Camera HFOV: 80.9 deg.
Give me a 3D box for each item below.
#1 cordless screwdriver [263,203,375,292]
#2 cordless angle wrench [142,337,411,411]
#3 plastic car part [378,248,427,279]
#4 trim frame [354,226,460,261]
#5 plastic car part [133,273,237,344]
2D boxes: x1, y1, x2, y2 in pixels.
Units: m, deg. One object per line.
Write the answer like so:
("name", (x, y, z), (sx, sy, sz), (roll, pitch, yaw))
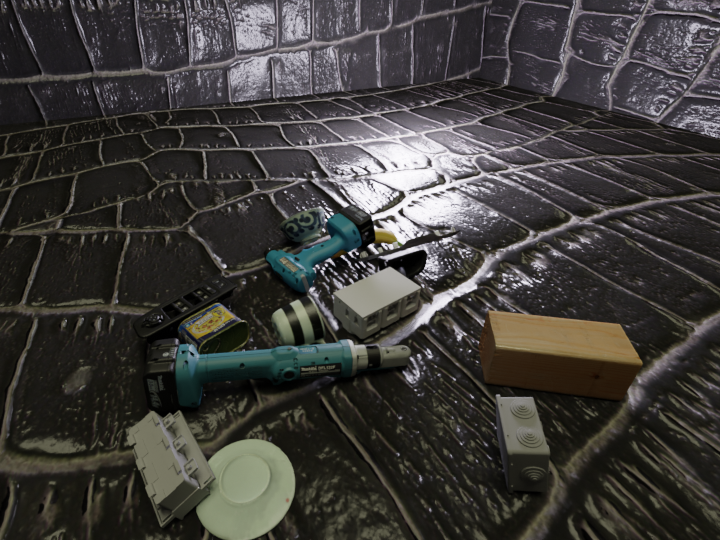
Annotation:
("cordless screwdriver", (-0.096, -0.063, 0.978), (0.245, 0.071, 0.168), (-37, 47, -21))
("cordless angle wrench", (-0.120, 0.152, 0.685), (0.416, 0.095, 0.077), (-3, 30, -10))
("plastic car part", (0.087, -0.016, 0.960), (0.113, 0.064, 0.075), (-21, 25, -34))
("trim frame", (0.103, -0.059, 0.951), (0.245, 0.027, 0.186), (-14, 2, -11))
("plastic car part", (-0.334, 0.078, 0.808), (0.070, 0.065, 0.197), (31, 41, 27))
